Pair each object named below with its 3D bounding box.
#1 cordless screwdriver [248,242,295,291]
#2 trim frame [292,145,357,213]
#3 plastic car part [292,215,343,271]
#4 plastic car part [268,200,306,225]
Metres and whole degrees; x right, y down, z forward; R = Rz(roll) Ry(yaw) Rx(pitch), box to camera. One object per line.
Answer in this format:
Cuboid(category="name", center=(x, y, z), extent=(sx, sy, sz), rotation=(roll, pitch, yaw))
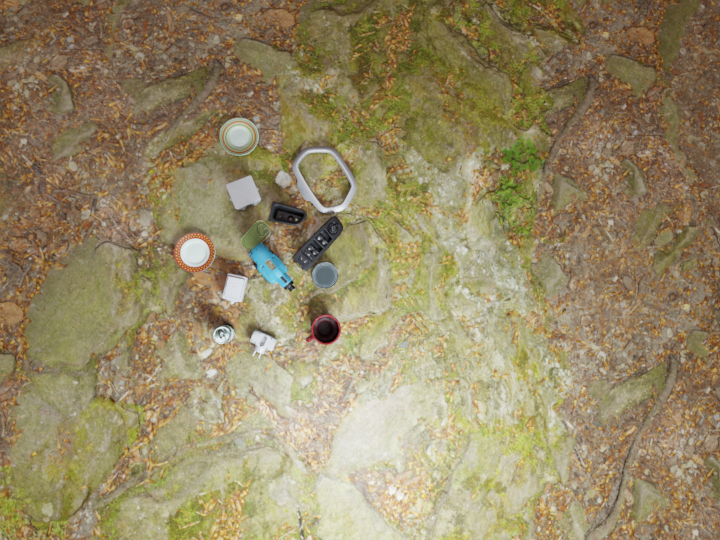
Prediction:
Cuboid(category="cordless screwdriver", center=(-0.256, 0.002, 1.264), extent=(0.074, 0.250, 0.159), rotation=(-43, 92, -10))
Cuboid(category="trim frame", center=(-0.123, -0.309, 1.424), extent=(0.183, 0.027, 0.250), rotation=(-33, 87, -8))
Cuboid(category="plastic car part", center=(-0.135, -0.088, 1.377), extent=(0.066, 0.067, 0.202), rotation=(42, 82, -2))
Cuboid(category="plastic car part", center=(-0.236, -0.175, 1.377), extent=(0.116, 0.071, 0.066), rotation=(13, 83, -4))
